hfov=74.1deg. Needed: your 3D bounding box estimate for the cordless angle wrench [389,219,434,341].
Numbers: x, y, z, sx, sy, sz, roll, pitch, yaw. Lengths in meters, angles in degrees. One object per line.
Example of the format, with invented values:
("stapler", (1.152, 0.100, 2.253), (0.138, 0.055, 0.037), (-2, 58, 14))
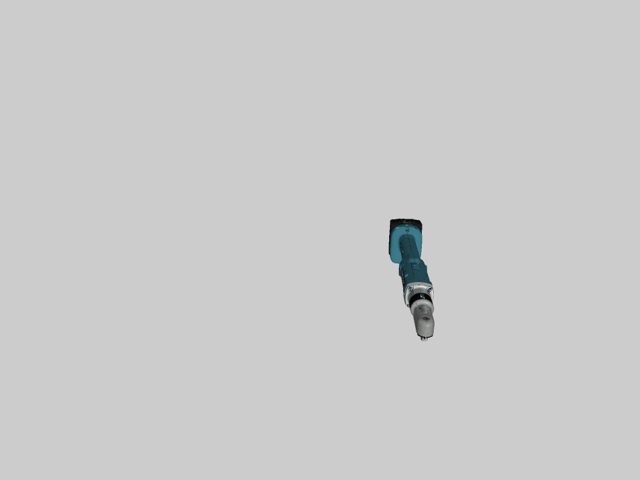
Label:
("cordless angle wrench", (0.186, 0.063, 0.856), (0.074, 0.098, 0.421), (2, 22, 5))
